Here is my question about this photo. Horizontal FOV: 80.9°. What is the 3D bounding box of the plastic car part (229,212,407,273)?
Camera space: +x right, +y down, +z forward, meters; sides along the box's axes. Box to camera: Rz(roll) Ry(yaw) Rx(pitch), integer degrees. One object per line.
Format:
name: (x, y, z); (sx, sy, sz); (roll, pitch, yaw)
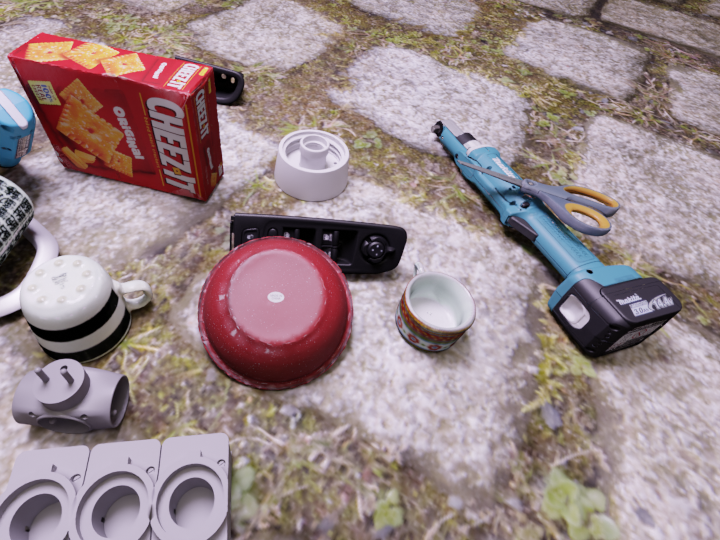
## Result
plastic car part: (-0.049, -0.032, 0.503); (0.202, 0.066, 0.068); (4, 10, -3)

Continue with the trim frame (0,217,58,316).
trim frame: (-0.450, 0.007, 0.437); (0.242, 0.027, 0.193); (-15, 53, -21)

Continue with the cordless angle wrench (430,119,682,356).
cordless angle wrench: (0.217, -0.090, 0.582); (0.096, 0.072, 0.443); (-11, 50, -19)

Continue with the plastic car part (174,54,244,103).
plastic car part: (-0.253, -0.330, 0.731); (0.116, 0.065, 0.073); (10, 35, -5)

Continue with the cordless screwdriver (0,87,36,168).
cordless screwdriver: (-0.475, -0.099, 0.450); (0.072, 0.165, 0.247); (53, 51, -18)
